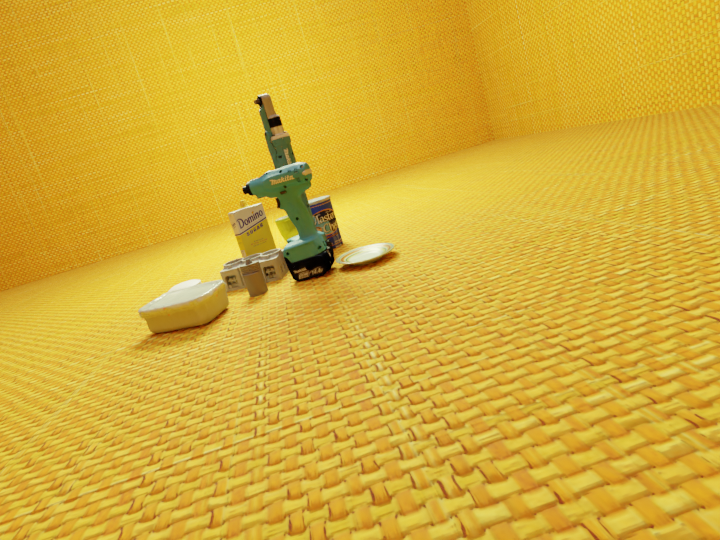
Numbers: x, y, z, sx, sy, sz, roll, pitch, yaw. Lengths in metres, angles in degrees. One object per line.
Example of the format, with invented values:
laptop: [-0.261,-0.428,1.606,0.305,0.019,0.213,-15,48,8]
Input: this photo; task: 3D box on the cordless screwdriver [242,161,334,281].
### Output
cordless screwdriver: [-0.158,-0.102,0.934,0.163,0.244,0.074,-12,12,18]

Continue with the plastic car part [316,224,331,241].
plastic car part: [-0.108,-0.070,1.101,0.068,0.069,0.114,-9,16,29]

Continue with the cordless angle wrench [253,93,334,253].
cordless angle wrench: [-0.172,-0.219,1.034,0.095,0.416,0.077,-22,12,-26]
